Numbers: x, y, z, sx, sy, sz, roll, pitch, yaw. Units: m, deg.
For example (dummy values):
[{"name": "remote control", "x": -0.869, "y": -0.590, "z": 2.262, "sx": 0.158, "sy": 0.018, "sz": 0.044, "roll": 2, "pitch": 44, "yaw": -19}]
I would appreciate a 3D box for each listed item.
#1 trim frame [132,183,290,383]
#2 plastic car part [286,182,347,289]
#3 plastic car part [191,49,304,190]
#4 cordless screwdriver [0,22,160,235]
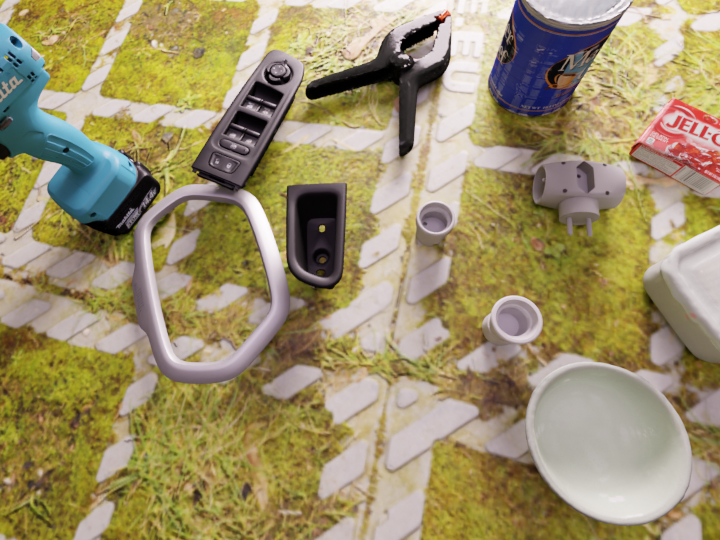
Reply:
[{"name": "trim frame", "x": -0.182, "y": 0.005, "z": 0.493, "sx": 0.184, "sy": 0.027, "sz": 0.256, "roll": -22, "pitch": 70, "yaw": 0}, {"name": "plastic car part", "x": -0.045, "y": -0.030, "z": 0.463, "sx": 0.067, "sy": 0.069, "sz": 0.119, "roll": -2, "pitch": 72, "yaw": 5}, {"name": "plastic car part", "x": -0.127, "y": -0.185, "z": 0.529, "sx": 0.068, "sy": 0.065, "sz": 0.204, "roll": 20, "pitch": 75, "yaw": 11}, {"name": "cordless screwdriver", "x": -0.327, "y": -0.104, "z": 0.436, "sx": 0.076, "sy": 0.242, "sz": 0.159, "roll": 33, "pitch": 78, "yaw": 12}]
